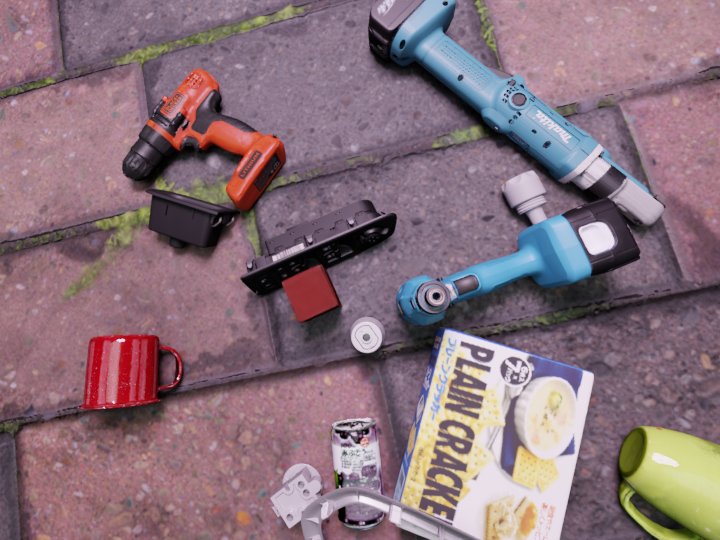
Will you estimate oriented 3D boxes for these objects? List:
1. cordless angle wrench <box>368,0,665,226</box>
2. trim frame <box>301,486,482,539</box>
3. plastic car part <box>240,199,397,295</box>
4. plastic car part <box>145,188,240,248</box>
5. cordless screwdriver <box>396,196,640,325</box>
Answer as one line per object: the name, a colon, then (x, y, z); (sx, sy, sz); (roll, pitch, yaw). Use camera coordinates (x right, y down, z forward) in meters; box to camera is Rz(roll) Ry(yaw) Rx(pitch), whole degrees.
cordless angle wrench: (0.188, -0.203, 0.527); (0.431, 0.073, 0.098); (44, 88, 9)
trim frame: (0.054, 0.306, 0.435); (0.251, 0.027, 0.182); (26, 116, 5)
plastic car part: (-0.053, -0.034, 0.538); (0.204, 0.063, 0.070); (-20, 55, 5)
plastic car part: (-0.233, -0.063, 0.566); (0.119, 0.065, 0.070); (14, 98, 11)
cordless screwdriver: (0.161, -0.002, 0.452); (0.249, 0.157, 0.075); (-20, 83, 1)
